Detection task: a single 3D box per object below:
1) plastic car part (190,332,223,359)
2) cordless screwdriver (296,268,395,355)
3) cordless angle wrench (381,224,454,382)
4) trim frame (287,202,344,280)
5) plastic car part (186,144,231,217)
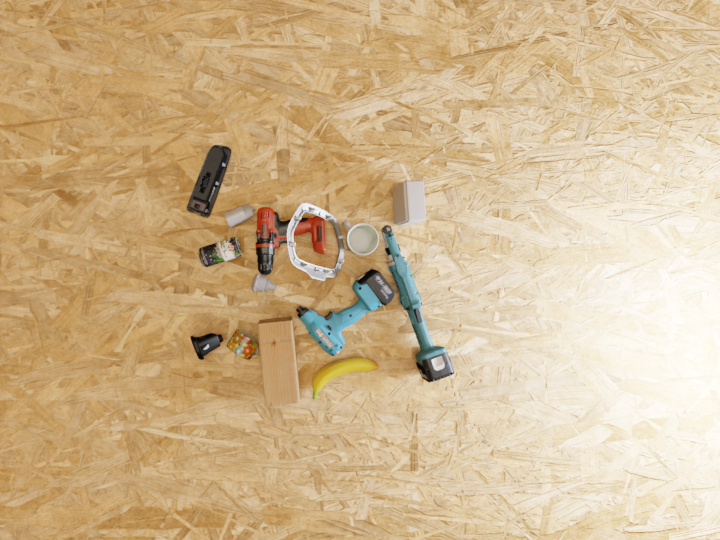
[{"bbox_3d":[-0.390,0.187,1.086,0.069,0.120,0.066,-24,92,-31],"label":"plastic car part"},{"bbox_3d":[-0.040,0.090,1.128,0.248,0.074,0.159,-42,91,-1],"label":"cordless screwdriver"},{"bbox_3d":[0.135,0.078,1.136,0.074,0.098,0.427,-18,84,-7],"label":"cordless angle wrench"},{"bbox_3d":[-0.105,-0.068,1.069,0.029,0.235,0.186,-2,77,30],"label":"trim frame"},{"bbox_3d":[-0.409,-0.249,1.133,0.067,0.066,0.203,19,83,2],"label":"plastic car part"}]
